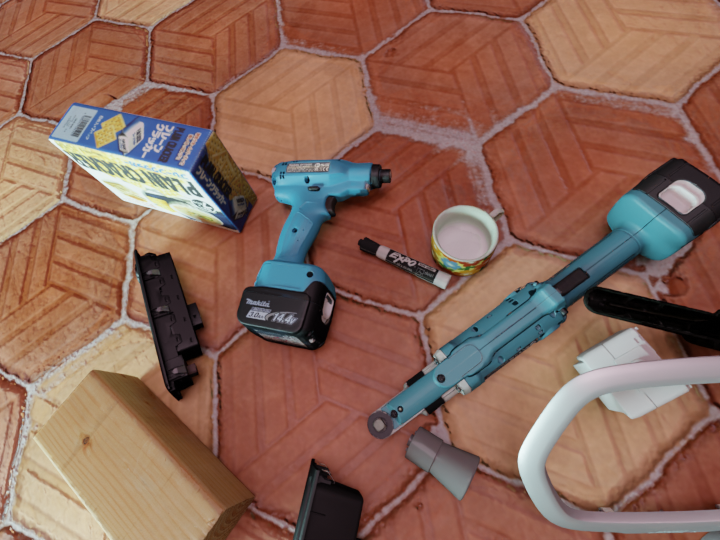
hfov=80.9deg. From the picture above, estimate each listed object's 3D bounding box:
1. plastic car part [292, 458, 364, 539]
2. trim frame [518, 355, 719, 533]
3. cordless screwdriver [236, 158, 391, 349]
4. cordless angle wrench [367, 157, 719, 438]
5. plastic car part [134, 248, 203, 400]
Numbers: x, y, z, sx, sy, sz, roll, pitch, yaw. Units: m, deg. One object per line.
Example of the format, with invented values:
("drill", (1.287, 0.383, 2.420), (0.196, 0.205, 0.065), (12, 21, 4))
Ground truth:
("plastic car part", (-0.029, 0.255, 0.407), (0.071, 0.065, 0.118), (11, 72, -2))
("trim frame", (0.260, 0.153, 0.351), (0.251, 0.028, 0.181), (-7, 104, 6))
("cordless screwdriver", (-0.051, -0.033, 0.520), (0.164, 0.071, 0.253), (0, 64, 17))
("cordless angle wrench", (0.182, 0.043, 0.446), (0.422, 0.094, 0.077), (-36, 68, -2))
("plastic car part", (-0.240, 0.051, 0.531), (0.066, 0.064, 0.211), (-26, 64, -14))
